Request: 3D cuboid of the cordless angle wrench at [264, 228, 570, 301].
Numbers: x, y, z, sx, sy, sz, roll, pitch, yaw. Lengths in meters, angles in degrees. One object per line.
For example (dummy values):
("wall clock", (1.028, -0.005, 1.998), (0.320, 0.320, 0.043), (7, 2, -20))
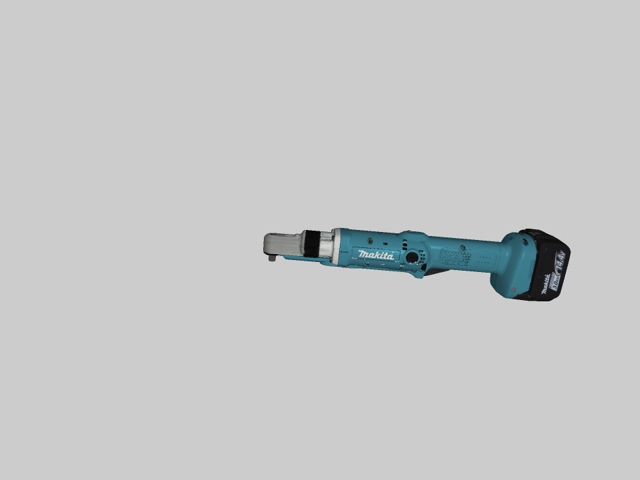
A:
("cordless angle wrench", (0.129, 0.020, 0.615), (0.423, 0.098, 0.074), (5, 16, -1))
